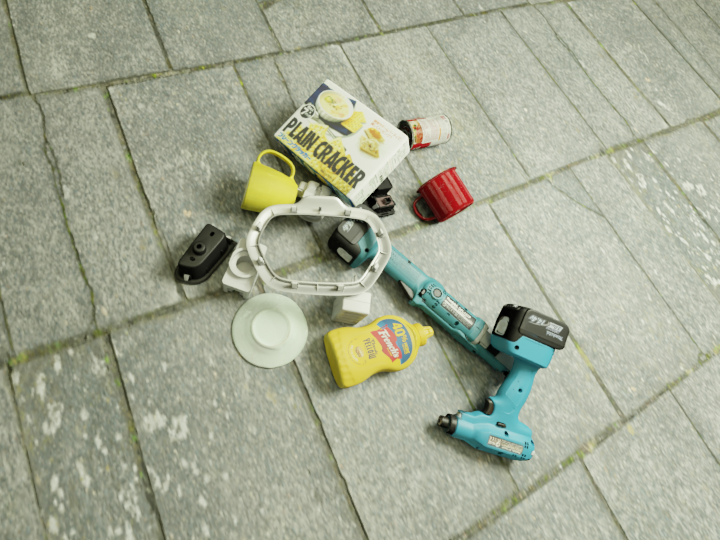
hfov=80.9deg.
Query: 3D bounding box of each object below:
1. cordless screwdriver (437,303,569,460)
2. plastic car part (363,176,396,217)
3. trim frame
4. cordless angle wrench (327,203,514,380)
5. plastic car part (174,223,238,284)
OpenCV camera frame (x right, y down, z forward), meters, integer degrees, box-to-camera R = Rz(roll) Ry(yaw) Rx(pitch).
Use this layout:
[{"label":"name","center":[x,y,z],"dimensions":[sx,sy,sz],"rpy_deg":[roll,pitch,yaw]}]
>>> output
[{"label":"cordless screwdriver","center":[0.236,0.179,0.710],"dimensions":[0.158,0.075,0.249],"rpy_deg":[18,88,-5]},{"label":"plastic car part","center":[0.012,-0.207,0.866],"dimensions":[0.064,0.067,0.210],"rpy_deg":[-17,67,-28]},{"label":"trim frame","center":[-0.071,-0.046,0.722],"dimensions":[0.249,0.027,0.188],"rpy_deg":[2,63,0]},{"label":"cordless angle wrench","center":[0.127,0.048,0.781],"dimensions":[0.426,0.074,0.097],"rpy_deg":[41,66,4]},{"label":"plastic car part","center":[-0.271,-0.033,0.730],"dimensions":[0.066,0.070,0.116],"rpy_deg":[31,62,0]}]
